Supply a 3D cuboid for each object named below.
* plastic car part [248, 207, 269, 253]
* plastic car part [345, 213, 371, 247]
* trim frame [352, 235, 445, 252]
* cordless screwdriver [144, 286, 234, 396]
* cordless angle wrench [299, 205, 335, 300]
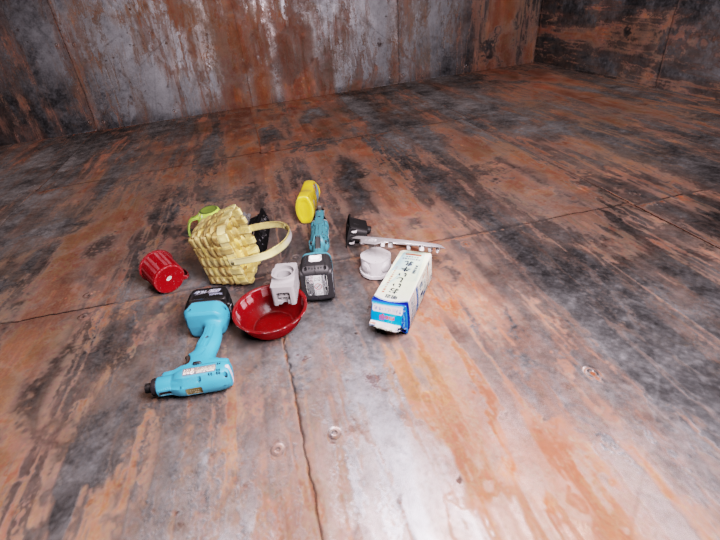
[{"bbox_3d":[-0.303,-0.113,1.247,0.068,0.063,0.209,-27,32,16],"label":"plastic car part"},{"bbox_3d":[-0.005,-0.116,1.194,0.071,0.065,0.119,10,31,-3],"label":"plastic car part"},{"bbox_3d":[0.089,-0.064,1.035,0.175,0.027,0.261,6,5,-37],"label":"trim frame"},{"bbox_3d":[-0.336,0.144,0.859,0.158,0.072,0.259,-11,38,-5],"label":"cordless screwdriver"},{"bbox_3d":[-0.110,-0.072,1.127,0.074,0.095,0.435,-6,30,-1],"label":"cordless angle wrench"}]
